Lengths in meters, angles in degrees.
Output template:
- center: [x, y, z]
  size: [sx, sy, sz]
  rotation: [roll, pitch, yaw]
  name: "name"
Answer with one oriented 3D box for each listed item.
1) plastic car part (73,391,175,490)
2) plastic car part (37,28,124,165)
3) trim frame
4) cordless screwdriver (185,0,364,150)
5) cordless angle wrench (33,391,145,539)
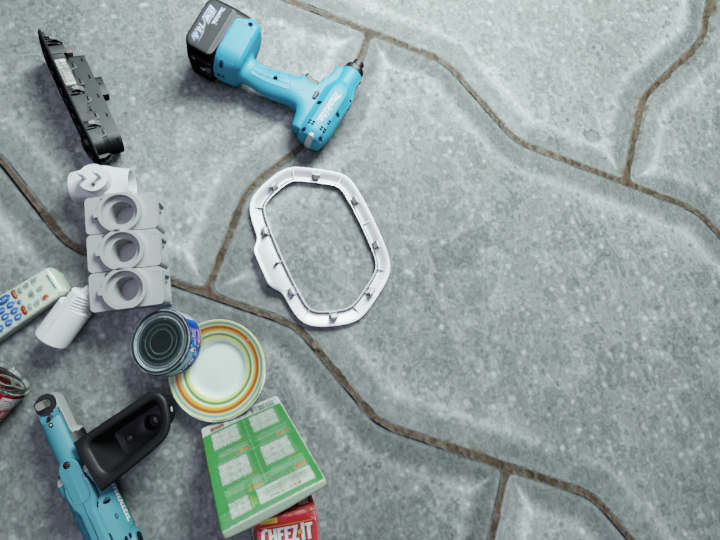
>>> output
- center: [-0.276, 0.200, 0.529]
  size: [0.116, 0.070, 0.067]
  rotation: [-36, 85, -8]
  name: "plastic car part"
- center: [-0.391, -0.237, 0.602]
  size: [0.065, 0.068, 0.205]
  rotation: [-18, 81, -37]
  name: "plastic car part"
- center: [-0.061, -0.040, 0.621]
  size: [0.182, 0.027, 0.250]
  rotation: [-24, 86, -9]
  name: "trim frame"
- center: [-0.123, -0.309, 0.637]
  size: [0.246, 0.075, 0.159]
  rotation: [32, 78, -5]
  name: "cordless screwdriver"
- center: [-0.287, 0.338, 0.503]
  size: [0.073, 0.097, 0.430]
  rotation: [-29, 81, -13]
  name: "cordless angle wrench"
